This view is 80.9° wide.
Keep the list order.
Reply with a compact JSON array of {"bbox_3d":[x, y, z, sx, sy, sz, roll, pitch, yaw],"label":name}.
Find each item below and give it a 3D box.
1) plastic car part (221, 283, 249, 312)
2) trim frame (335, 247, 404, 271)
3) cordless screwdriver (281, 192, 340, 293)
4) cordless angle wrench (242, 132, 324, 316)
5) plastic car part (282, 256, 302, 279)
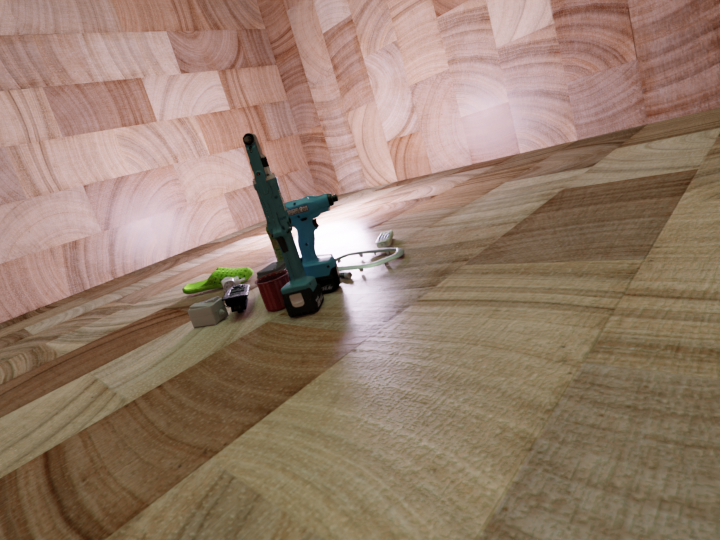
[{"bbox_3d":[-0.334,0.076,1.167,0.066,0.066,0.209,-19,14,-9],"label":"plastic car part"},{"bbox_3d":[0.009,-0.031,1.233,0.259,0.027,0.180,-7,18,36],"label":"trim frame"},{"bbox_3d":[-0.105,-0.069,1.077,0.161,0.245,0.075,-15,11,8],"label":"cordless screwdriver"},{"bbox_3d":[-0.185,-0.104,0.963,0.076,0.416,0.098,-15,11,12],"label":"cordless angle wrench"},{"bbox_3d":[-0.169,0.007,1.220,0.068,0.070,0.114,-11,15,28],"label":"plastic car part"}]
